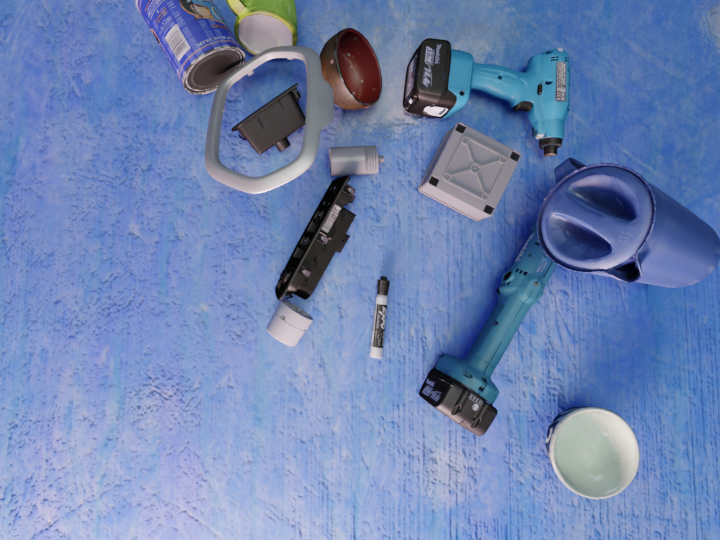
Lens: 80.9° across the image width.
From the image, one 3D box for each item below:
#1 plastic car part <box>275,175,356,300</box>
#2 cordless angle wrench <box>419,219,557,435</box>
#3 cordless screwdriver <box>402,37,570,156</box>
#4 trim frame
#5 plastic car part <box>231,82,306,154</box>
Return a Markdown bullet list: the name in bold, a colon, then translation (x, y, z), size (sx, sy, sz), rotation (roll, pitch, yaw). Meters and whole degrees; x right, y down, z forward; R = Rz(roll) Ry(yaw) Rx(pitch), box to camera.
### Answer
- **plastic car part**: translation (-0.061, -0.040, 0.627), size (0.064, 0.069, 0.203), rotation (35, 84, -28)
- **cordless angle wrench**: translation (0.232, 0.024, 0.611), size (0.074, 0.099, 0.423), rotation (33, 82, -6)
- **cordless screwdriver**: translation (0.194, -0.259, 0.640), size (0.247, 0.075, 0.160), rotation (3, 86, -5)
- **trim frame**: translation (-0.127, -0.213, 0.578), size (0.189, 0.026, 0.254), rotation (-8, 64, 16)
- **plastic car part**: translation (-0.128, -0.219, 0.640), size (0.116, 0.067, 0.069), rotation (-37, 104, 0)
